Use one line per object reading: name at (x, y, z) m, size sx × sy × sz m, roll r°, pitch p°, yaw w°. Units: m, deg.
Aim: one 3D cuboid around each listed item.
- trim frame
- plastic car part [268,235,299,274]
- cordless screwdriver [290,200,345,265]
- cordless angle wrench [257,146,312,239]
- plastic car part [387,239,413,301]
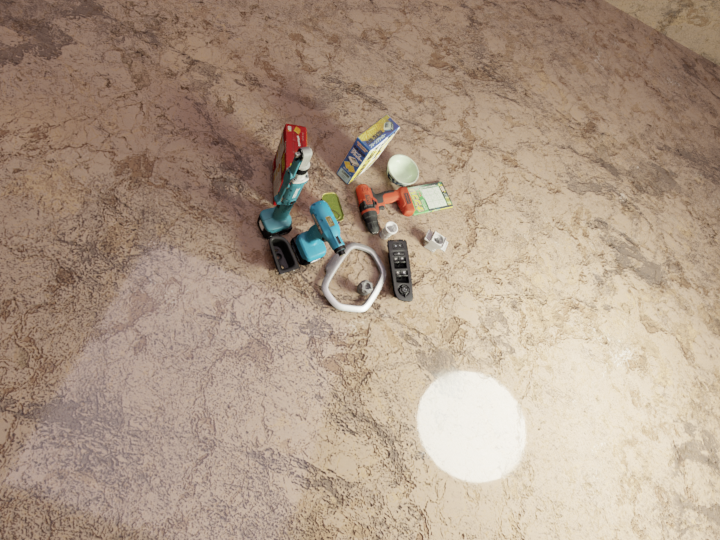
trim frame at (-0.020, 0.020, 1.322) m, size 0.184 × 0.027 × 0.248 m, roll 33°, pitch 62°, yaw -2°
plastic car part at (-0.237, -0.041, 1.255) m, size 0.064 × 0.071 × 0.119 m, roll -17°, pitch 75°, yaw -25°
cordless screwdriver at (-0.118, -0.077, 1.207) m, size 0.072 × 0.250 × 0.162 m, roll -21°, pitch 79°, yaw -27°
cordless angle wrench at (-0.196, -0.205, 1.138) m, size 0.095 × 0.426 × 0.076 m, roll -19°, pitch 79°, yaw -27°
plastic car part at (0.120, 0.005, 1.351) m, size 0.064 × 0.067 × 0.208 m, roll 0°, pitch 68°, yaw -20°
